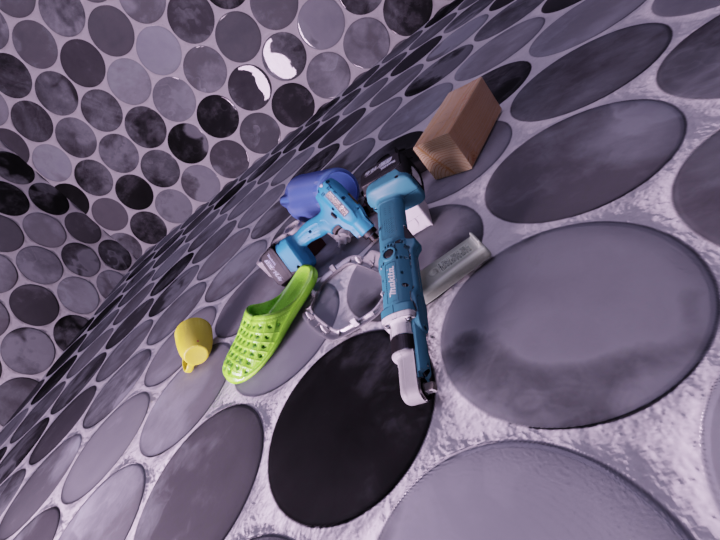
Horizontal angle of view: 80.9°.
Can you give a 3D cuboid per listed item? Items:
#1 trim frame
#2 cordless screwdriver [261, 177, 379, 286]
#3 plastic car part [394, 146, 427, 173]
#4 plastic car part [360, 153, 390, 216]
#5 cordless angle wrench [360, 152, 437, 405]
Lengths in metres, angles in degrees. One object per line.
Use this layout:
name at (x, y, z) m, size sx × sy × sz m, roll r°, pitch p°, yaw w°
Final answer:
trim frame at (-0.025, 0.037, 0.769) m, size 0.183 × 0.026 × 0.259 m, roll -46°, pitch 25°, yaw -10°
cordless screwdriver at (-0.089, -0.058, 0.906) m, size 0.251 × 0.162 × 0.072 m, roll -44°, pitch -9°, yaw 23°
plastic car part at (0.126, -0.247, 0.960) m, size 0.071 × 0.063 × 0.121 m, roll -24°, pitch 31°, yaw 5°
plastic car part at (0.046, -0.213, 1.013) m, size 0.068 × 0.065 × 0.203 m, roll -27°, pitch 26°, yaw 46°
cordless angle wrench at (0.057, -0.012, 0.617) m, size 0.100 × 0.070 × 0.436 m, roll -28°, pitch 41°, yaw 27°
